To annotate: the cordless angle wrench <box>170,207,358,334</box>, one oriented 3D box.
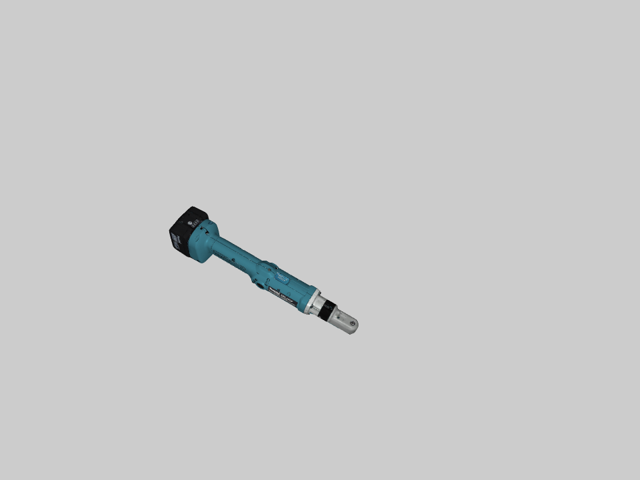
[{"bbox_3d":[-0.110,0.074,0.867,0.423,0.074,0.098,29,-32,7],"label":"cordless angle wrench"}]
